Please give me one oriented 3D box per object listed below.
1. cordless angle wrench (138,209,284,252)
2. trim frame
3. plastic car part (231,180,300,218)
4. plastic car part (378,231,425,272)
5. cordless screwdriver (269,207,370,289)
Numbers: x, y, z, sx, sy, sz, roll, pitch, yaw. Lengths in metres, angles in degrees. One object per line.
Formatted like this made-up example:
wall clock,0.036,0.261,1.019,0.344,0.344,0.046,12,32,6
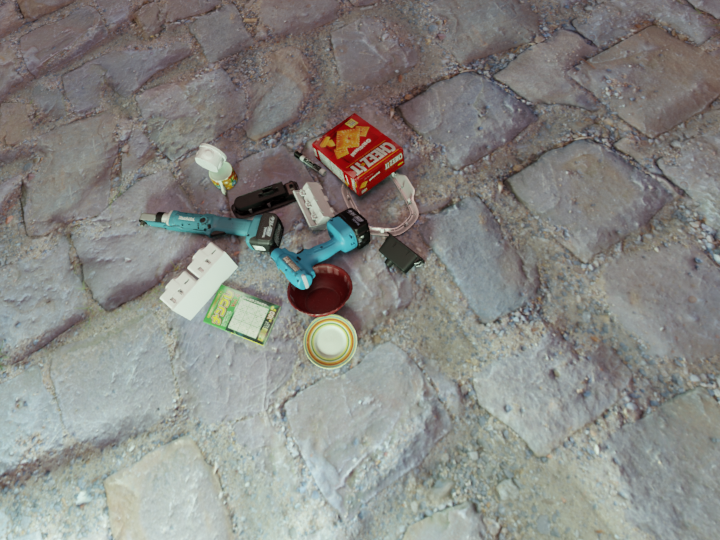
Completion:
cordless angle wrench,-0.427,-0.127,1.176,0.433,0.071,0.099,8,69,13
trim frame,0.053,-0.203,1.164,0.183,0.026,0.258,-24,65,-4
plastic car part,-0.271,-0.202,1.192,0.203,0.065,0.068,-21,75,1
plastic car part,0.096,-0.036,1.076,0.121,0.063,0.071,37,90,22
cordless screwdriver,-0.106,-0.069,1.084,0.246,0.071,0.168,-36,51,-18
